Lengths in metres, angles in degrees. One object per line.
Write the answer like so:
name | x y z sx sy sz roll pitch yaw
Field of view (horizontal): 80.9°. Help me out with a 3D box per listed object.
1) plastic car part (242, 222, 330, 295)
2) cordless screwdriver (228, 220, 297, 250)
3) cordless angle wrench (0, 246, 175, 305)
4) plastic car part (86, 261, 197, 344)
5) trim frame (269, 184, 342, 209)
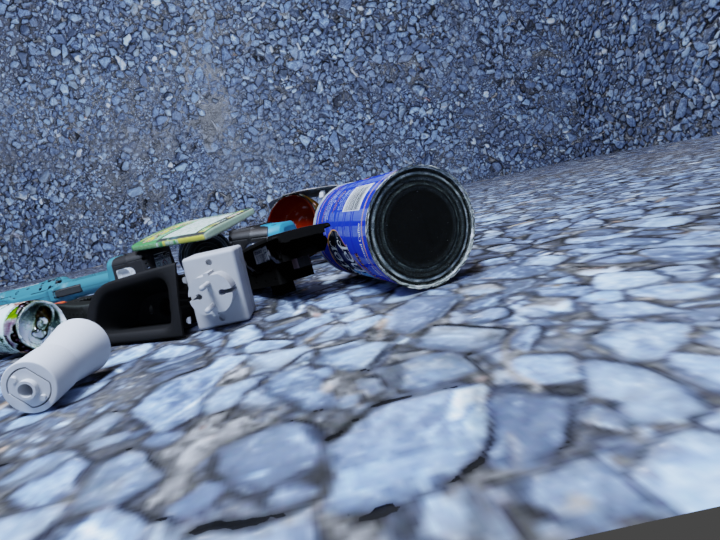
plastic car part | -0.098 -0.007 0.469 0.064 0.066 0.211 -25 11 -30
cordless screwdriver | -0.057 -0.037 0.583 0.251 0.073 0.159 -7 10 5
cordless angle wrench | -0.534 0.040 0.745 0.428 0.074 0.098 -13 8 8
plastic car part | -0.200 0.036 0.413 0.120 0.067 0.068 -12 -8 23
trim frame | -0.062 -0.100 0.782 0.260 0.028 0.174 -1 -28 42
